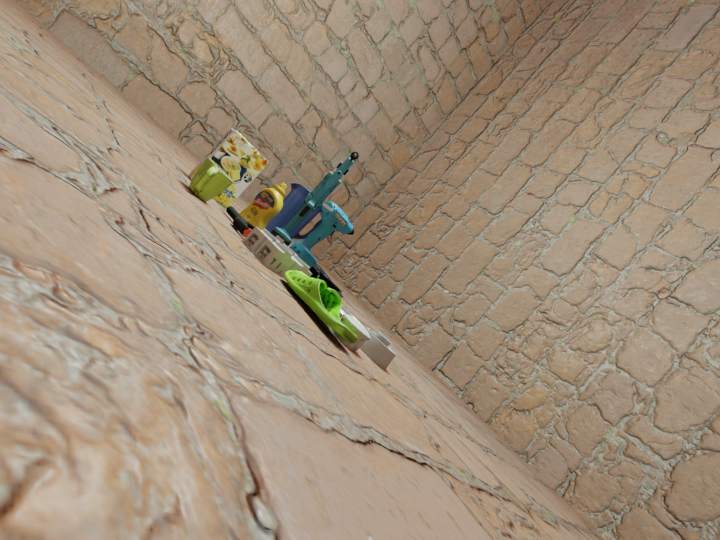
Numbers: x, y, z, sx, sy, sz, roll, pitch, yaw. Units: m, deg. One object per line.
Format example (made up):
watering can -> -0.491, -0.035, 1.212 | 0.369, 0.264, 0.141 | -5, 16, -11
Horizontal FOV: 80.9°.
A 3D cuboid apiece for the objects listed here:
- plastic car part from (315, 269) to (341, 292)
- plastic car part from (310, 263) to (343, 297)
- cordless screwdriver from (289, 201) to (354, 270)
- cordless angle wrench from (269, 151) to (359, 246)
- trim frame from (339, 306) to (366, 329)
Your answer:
plastic car part -> -0.113, 0.048, 1.236 | 0.069, 0.071, 0.111 | 42, -1, 27
plastic car part -> -0.130, 0.039, 1.400 | 0.062, 0.067, 0.215 | 42, -1, -43
cordless screwdriver -> -0.131, -0.086, 1.340 | 0.079, 0.249, 0.150 | 42, 0, 43
cordless angle wrench -> -0.154, -0.223, 1.367 | 0.073, 0.423, 0.100 | 42, 0, -11
trim frame -> -0.001, 0.179, 1.251 | 0.263, 0.027, 0.174 | 41, -1, 37
